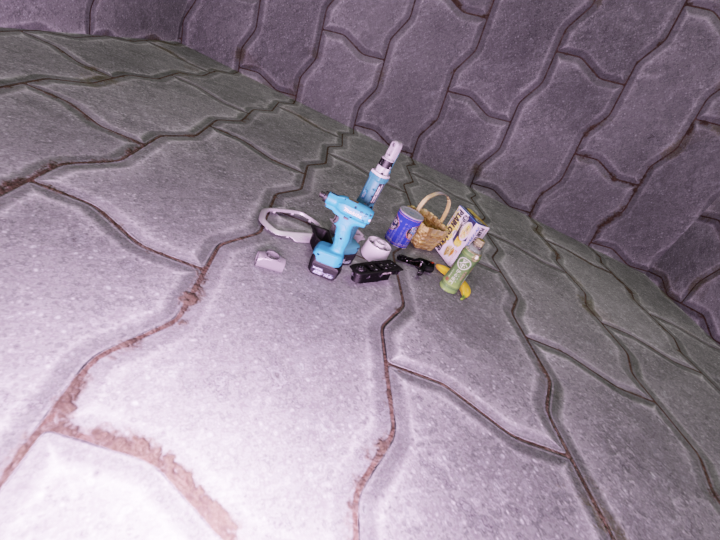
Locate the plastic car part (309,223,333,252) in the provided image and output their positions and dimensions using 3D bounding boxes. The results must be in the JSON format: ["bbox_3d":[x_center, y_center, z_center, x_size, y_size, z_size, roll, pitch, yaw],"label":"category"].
[{"bbox_3d":[-0.131,-0.086,1.342,0.063,0.070,0.121,16,29,-23],"label":"plastic car part"}]

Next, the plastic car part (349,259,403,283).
[{"bbox_3d":[0.040,0.005,1.334,0.193,0.067,0.070,-2,39,-43],"label":"plastic car part"}]

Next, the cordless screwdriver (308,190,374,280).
[{"bbox_3d":[-0.084,-0.103,1.218,0.159,0.247,0.075,27,27,-3],"label":"cordless screwdriver"}]

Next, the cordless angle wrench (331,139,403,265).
[{"bbox_3d":[0.013,-0.201,1.286,0.093,0.421,0.078,-4,42,-48],"label":"cordless angle wrench"}]

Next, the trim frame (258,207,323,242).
[{"bbox_3d":[-0.230,-0.156,1.428,0.236,0.027,0.194,2,36,-39],"label":"trim frame"}]
